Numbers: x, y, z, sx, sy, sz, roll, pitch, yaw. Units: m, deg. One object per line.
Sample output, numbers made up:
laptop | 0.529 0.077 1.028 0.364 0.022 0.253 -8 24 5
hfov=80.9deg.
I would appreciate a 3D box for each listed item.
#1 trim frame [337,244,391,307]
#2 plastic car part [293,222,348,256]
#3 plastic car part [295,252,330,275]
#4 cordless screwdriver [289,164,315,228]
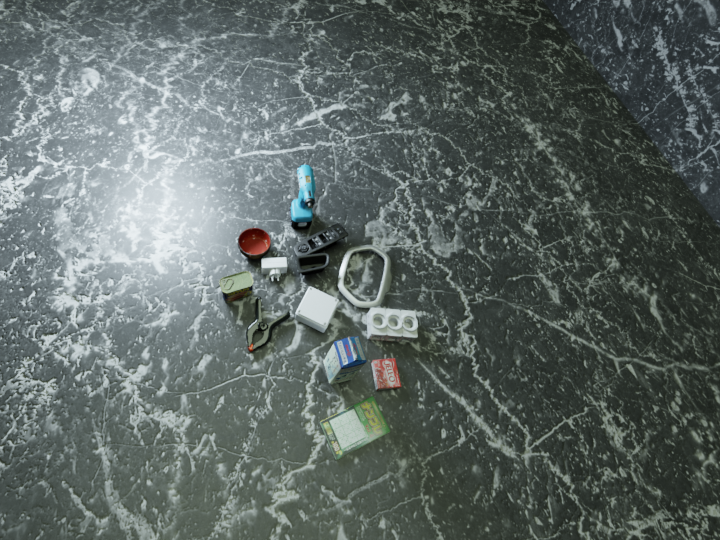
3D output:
trim frame | 0.019 0.017 1.466 0.184 0.027 0.252 15 58 0
plastic car part | -0.145 -0.095 1.483 0.199 0.066 0.069 -27 69 -23
plastic car part | -0.162 -0.014 1.429 0.114 0.070 0.068 -8 63 -15
cordless screwdriver | -0.193 -0.223 1.447 0.073 0.246 0.164 -3 62 -16
